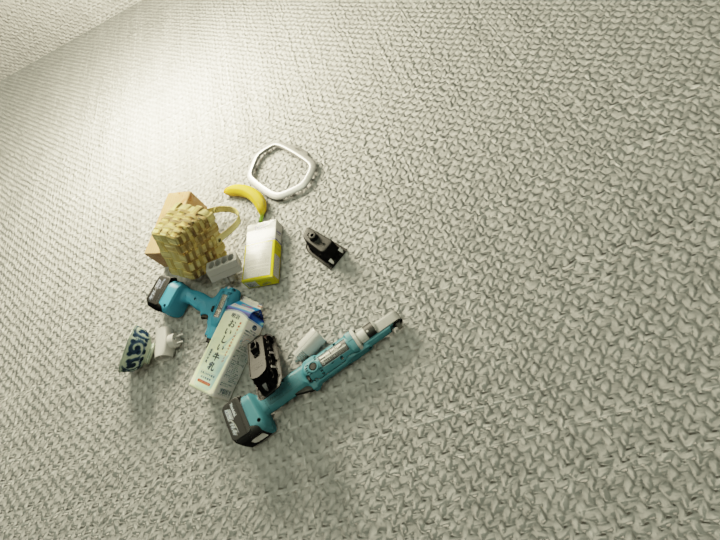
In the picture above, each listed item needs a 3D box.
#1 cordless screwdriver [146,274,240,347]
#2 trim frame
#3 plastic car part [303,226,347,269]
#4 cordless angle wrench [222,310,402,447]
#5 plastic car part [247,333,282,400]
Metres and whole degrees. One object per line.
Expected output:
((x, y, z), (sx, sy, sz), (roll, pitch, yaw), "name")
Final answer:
((-0.441, 0.104, 1.098), (0.258, 0.071, 0.161), (9, 68, 22), "cordless screwdriver")
((-0.237, -0.302, 1.259), (0.262, 0.026, 0.184), (36, 81, 35), "trim frame")
((-0.103, -0.067, 1.050), (0.122, 0.067, 0.066), (34, 78, 29), "plastic car part")
((-0.093, 0.214, 0.897), (0.422, 0.071, 0.103), (-35, 56, -1), "cordless angle wrench")
((-0.210, 0.192, 0.907), (0.066, 0.064, 0.212), (-28, 28, -5), "plastic car part")
